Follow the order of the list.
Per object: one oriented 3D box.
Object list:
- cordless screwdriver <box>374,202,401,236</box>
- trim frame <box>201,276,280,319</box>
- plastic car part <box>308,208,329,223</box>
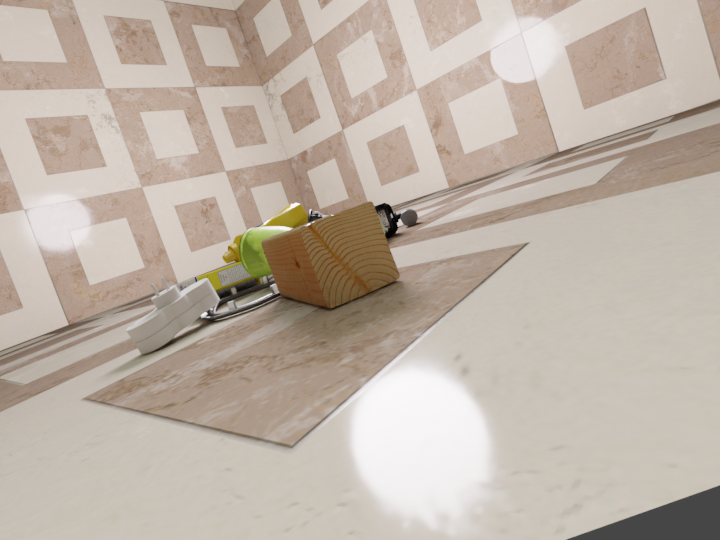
[{"bbox_3d":[0.044,-0.117,1.036,0.159,0.074,0.250,-19,4,-3],"label":"cordless screwdriver"},{"bbox_3d":[-0.190,0.039,0.715,0.182,0.027,0.255,-22,10,-12],"label":"trim frame"},{"bbox_3d":[-0.065,-0.054,0.788,0.071,0.116,0.066,4,5,-1],"label":"plastic car part"}]
